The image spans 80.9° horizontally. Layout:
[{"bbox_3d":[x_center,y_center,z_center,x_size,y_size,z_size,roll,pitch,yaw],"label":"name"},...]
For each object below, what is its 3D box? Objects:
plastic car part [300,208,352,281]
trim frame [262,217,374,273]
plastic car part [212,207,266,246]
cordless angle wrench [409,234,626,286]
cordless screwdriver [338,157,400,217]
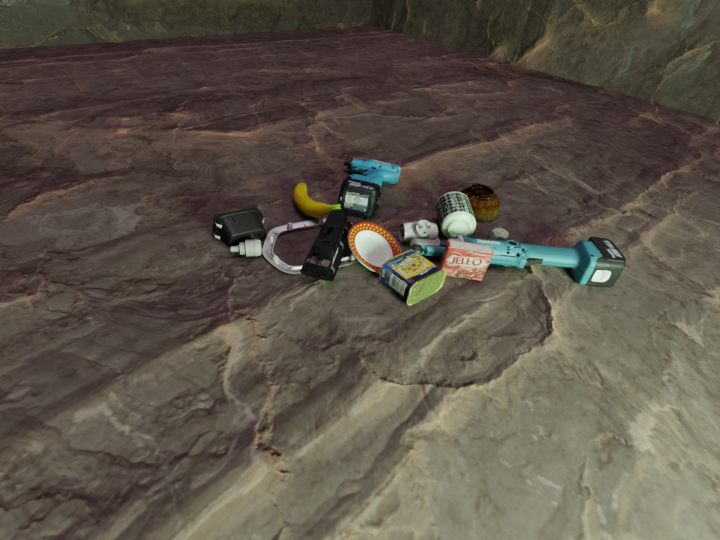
[{"bbox_3d":[-0.063,-0.065,0.859,0.068,0.065,0.205,7,35,9],"label":"plastic car part"},{"bbox_3d":[-0.089,-0.058,0.905,0.241,0.027,0.194,-11,42,-23],"label":"trim frame"},{"bbox_3d":[-0.248,-0.085,0.899,0.112,0.065,0.074,-15,58,-30],"label":"plastic car part"},{"bbox_3d":[0.318,-0.035,0.900,0.425,0.072,0.100,6,38,3],"label":"cordless angle wrench"},{"bbox_3d":[0.002,-0.233,1.104,0.163,0.072,0.248,16,35,12],"label":"cordless screwdriver"}]
